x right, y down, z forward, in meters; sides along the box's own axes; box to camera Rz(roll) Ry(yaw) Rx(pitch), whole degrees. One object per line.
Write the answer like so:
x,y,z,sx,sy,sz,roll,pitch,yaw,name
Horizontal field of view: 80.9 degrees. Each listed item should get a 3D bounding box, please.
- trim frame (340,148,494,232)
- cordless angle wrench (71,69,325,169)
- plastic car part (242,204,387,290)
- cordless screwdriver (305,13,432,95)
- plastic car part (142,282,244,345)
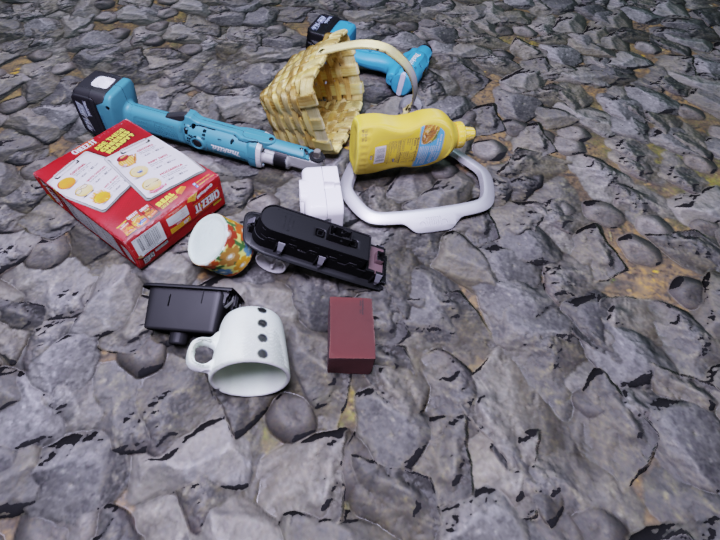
0.088,-0.137,0.672,0.245,0.027,0.192,-8,54,-9,trim frame
-0.262,-0.230,0.705,0.428,0.096,0.075,17,55,6,cordless angle wrench
-0.053,-0.035,0.543,0.200,0.067,0.067,15,63,-9,plastic car part
0.020,-0.455,0.874,0.255,0.072,0.159,25,57,12,cordless screwdriver
-0.208,0.055,0.514,0.117,0.064,0.072,1,69,3,plastic car part
